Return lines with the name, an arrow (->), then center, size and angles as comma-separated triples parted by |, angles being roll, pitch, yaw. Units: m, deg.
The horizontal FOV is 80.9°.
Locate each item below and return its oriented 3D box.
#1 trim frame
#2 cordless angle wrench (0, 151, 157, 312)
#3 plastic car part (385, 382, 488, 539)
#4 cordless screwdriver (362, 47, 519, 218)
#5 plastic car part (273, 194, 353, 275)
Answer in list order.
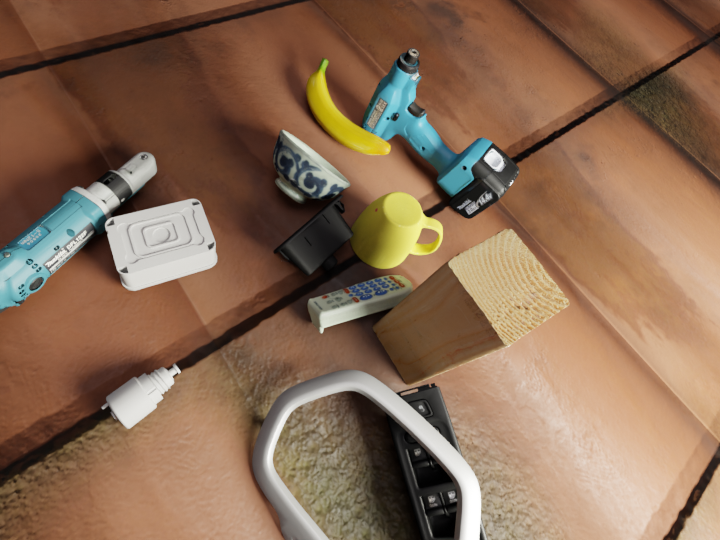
trim frame -> 0.001, 0.219, 0.430 | 0.257, 0.027, 0.183 | 38, 78, 19
cordless angle wrench -> -0.367, 0.003, 0.450 | 0.075, 0.097, 0.423 | 29, 57, 1
plastic car part -> 0.083, 0.233, 0.453 | 0.066, 0.064, 0.210 | -17, 64, 2
cordless screwdriver -> 0.122, -0.203, 0.634 | 0.252, 0.159, 0.073 | 42, 61, 5
plastic car part -> -0.055, -0.036, 0.566 | 0.070, 0.067, 0.115 | 46, 64, -8
